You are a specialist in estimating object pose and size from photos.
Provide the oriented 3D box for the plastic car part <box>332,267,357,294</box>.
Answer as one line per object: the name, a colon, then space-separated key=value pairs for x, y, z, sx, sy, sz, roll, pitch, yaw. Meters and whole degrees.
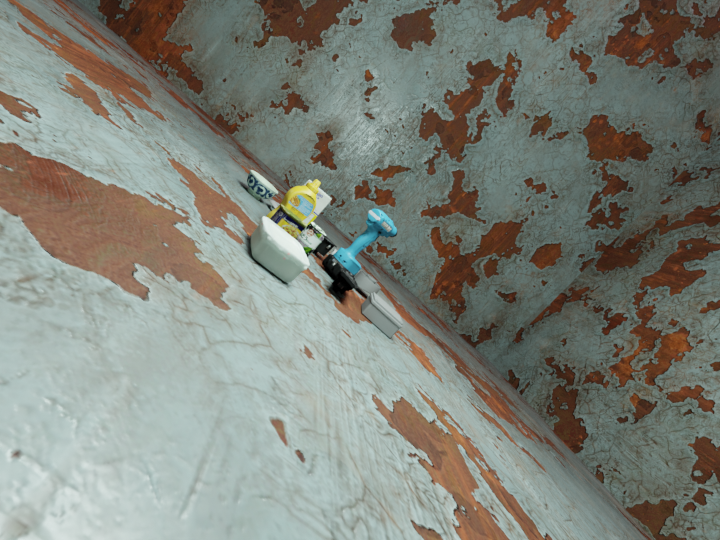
plastic car part: x=-0.043 y=0.032 z=1.151 sx=0.066 sy=0.067 sz=0.202 roll=42 pitch=6 yaw=-1

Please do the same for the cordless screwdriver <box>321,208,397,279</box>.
cordless screwdriver: x=0.008 y=-0.067 z=1.306 sx=0.078 sy=0.249 sz=0.150 roll=47 pitch=8 yaw=34

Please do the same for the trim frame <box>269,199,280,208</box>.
trim frame: x=-0.239 y=-0.168 z=1.531 sx=0.248 sy=0.027 sz=0.185 roll=41 pitch=6 yaw=-3

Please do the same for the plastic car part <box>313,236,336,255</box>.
plastic car part: x=-0.137 y=-0.090 z=1.405 sx=0.062 sy=0.071 sz=0.123 roll=36 pitch=8 yaw=-42
